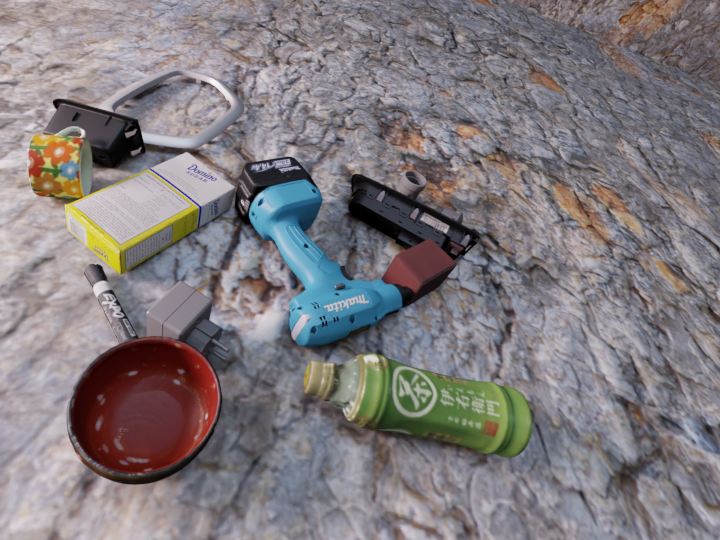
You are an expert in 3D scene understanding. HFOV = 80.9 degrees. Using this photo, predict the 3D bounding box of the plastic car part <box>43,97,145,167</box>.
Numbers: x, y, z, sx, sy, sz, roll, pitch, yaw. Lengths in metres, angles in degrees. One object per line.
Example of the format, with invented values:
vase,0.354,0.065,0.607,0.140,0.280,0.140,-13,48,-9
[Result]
plastic car part,-0.357,-0.173,0.558,0.115,0.065,0.072,14,60,-6

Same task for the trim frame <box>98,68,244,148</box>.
trim frame,-0.298,-0.267,0.685,0.185,0.027,0.250,25,47,0

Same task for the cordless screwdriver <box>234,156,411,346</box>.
cordless screwdriver,-0.052,-0.034,0.535,0.153,0.074,0.259,-14,60,-32

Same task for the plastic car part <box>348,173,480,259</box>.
plastic car part,0.064,-0.070,0.624,0.206,0.065,0.067,33,71,8
